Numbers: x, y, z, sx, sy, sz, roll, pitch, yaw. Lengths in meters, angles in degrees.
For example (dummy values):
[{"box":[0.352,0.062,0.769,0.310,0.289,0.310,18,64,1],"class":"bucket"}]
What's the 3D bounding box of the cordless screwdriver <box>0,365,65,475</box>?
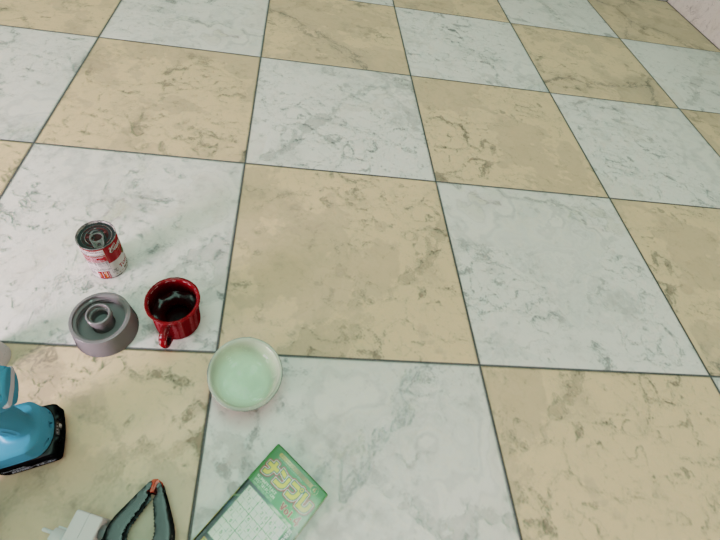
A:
[{"box":[-0.490,0.200,0.537,0.155,0.245,0.077,-10,59,-20],"class":"cordless screwdriver"}]
